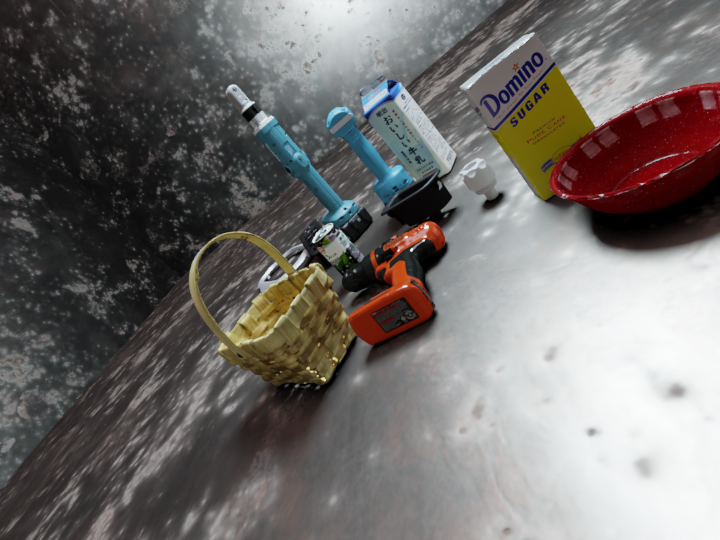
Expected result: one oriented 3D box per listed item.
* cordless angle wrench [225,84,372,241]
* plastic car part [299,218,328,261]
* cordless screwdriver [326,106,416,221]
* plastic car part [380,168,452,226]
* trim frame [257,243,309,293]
[{"bbox_3d":[-0.142,-0.237,0.937,0.074,0.412,0.101,-47,15,-19],"label":"cordless angle wrench"},{"bbox_3d":[-0.099,-0.065,1.012,0.066,0.065,0.209,-42,19,0],"label":"plastic car part"},{"bbox_3d":[0.024,-0.221,0.841,0.075,0.242,0.162,-39,16,12],"label":"cordless screwdriver"},{"bbox_3d":[0.105,-0.114,0.725,0.120,0.069,0.066,-22,26,46],"label":"plastic car part"},{"bbox_3d":[-0.208,-0.007,1.156,0.183,0.027,0.258,-51,21,-22],"label":"trim frame"}]
